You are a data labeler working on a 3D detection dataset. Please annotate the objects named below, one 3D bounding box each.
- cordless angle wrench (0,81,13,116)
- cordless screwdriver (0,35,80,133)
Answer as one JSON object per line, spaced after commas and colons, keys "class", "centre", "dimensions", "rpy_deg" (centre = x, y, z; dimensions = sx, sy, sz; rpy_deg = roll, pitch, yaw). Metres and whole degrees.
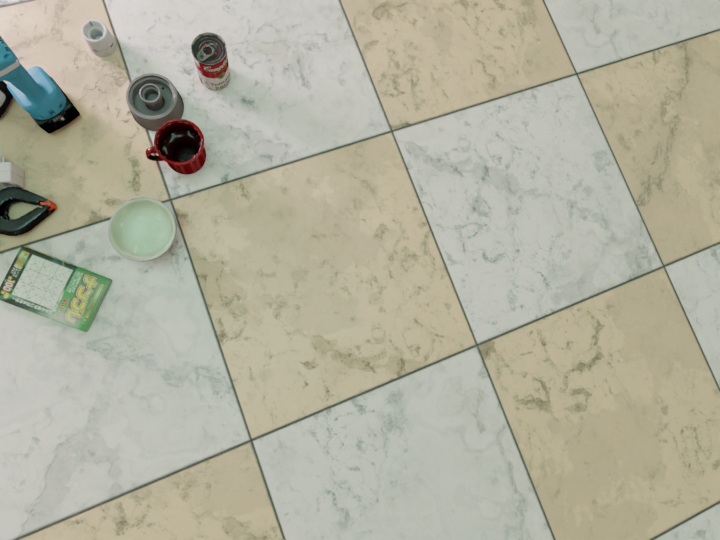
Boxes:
{"class": "cordless angle wrench", "centre": [-0.697, -0.361, 0.638], "dimensions": [0.097, 0.427, 0.074], "rpy_deg": [23, 80, -10]}
{"class": "cordless screwdriver", "centre": [-0.606, -0.354, 0.737], "dimensions": [0.074, 0.251, 0.159], "rpy_deg": [-38, 92, -13]}
